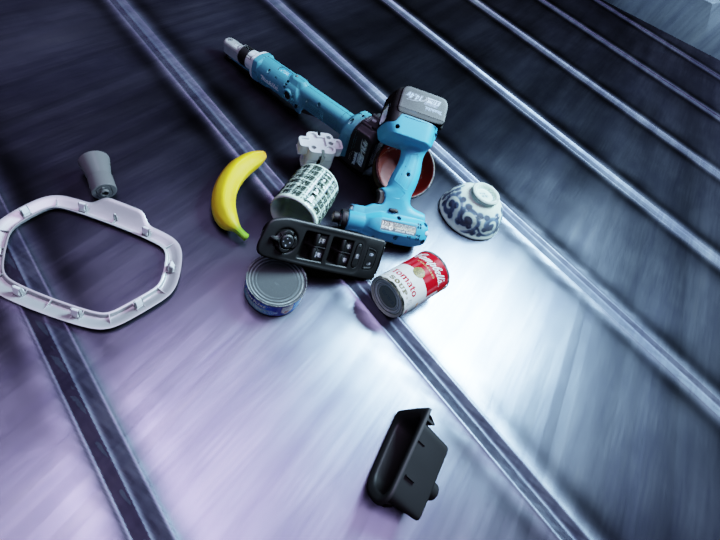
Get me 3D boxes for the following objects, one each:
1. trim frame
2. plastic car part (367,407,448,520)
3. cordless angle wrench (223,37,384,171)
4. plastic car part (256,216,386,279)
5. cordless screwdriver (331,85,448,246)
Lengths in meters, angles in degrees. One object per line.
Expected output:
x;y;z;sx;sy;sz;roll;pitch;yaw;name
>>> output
-0.364;-0.022;0.561;0.249;0.027;0.186;19;51;0;trim frame
0.062;0.230;0.491;0.070;0.067;0.116;38;55;-9;plastic car part
-0.126;-0.352;0.836;0.437;0.096;0.073;40;56;17;cordless angle wrench
-0.061;-0.040;0.620;0.193;0.066;0.071;10;20;-36;plastic car part
0.048;-0.172;0.699;0.156;0.076;0.249;10;90;-11;cordless screwdriver
